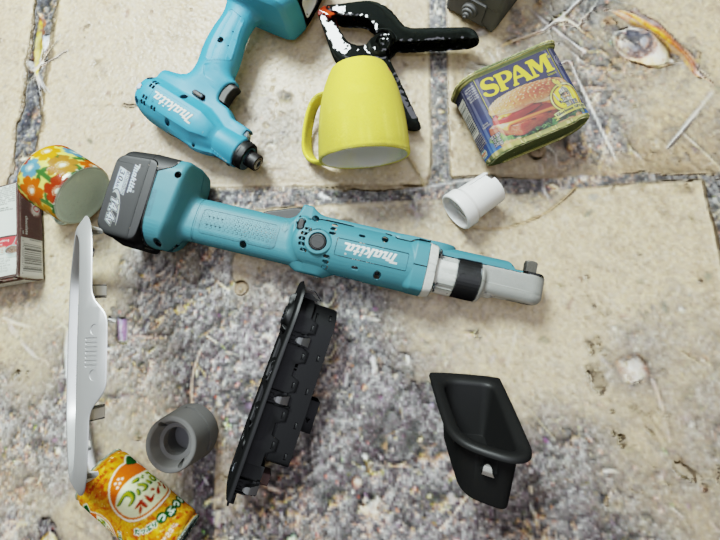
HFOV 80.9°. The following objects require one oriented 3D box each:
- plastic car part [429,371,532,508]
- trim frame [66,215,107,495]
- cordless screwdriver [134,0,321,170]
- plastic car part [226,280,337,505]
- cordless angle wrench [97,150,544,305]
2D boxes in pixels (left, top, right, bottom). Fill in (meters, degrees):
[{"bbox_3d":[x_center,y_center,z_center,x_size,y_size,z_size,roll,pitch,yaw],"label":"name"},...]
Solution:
[{"bbox_3d":[0.096,0.144,0.353,0.067,0.117,0.070,1,106,4],"label":"plastic car part"},{"bbox_3d":[-0.255,0.072,0.392,0.026,0.191,0.251,4,79,-36],"label":"trim frame"},{"bbox_3d":[-0.119,-0.238,0.462,0.163,0.073,0.249,34,90,10],"label":"cordless screwdriver"},{"bbox_3d":[-0.069,0.111,0.400,0.067,0.066,0.204,15,83,-3],"label":"plastic car part"},{"bbox_3d":[-0.041,-0.027,0.417,0.429,0.073,0.098,13,83,7],"label":"cordless angle wrench"}]
